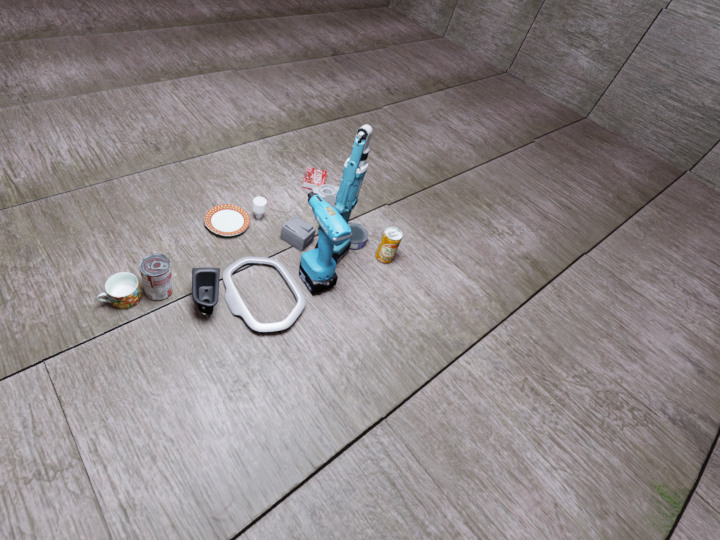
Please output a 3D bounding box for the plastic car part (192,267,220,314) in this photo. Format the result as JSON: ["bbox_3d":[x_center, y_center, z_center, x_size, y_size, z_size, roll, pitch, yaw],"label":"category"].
[{"bbox_3d":[-0.372,0.057,1.016,0.064,0.070,0.121,-1,49,-17],"label":"plastic car part"}]

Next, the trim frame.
[{"bbox_3d":[-0.249,0.054,1.076,0.179,0.027,0.261,-21,56,-28],"label":"trim frame"}]

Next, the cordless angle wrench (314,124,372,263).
[{"bbox_3d":[-0.036,-0.181,1.072,0.076,0.416,0.097,33,48,11],"label":"cordless angle wrench"}]

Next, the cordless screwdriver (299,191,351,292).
[{"bbox_3d":[-0.105,-0.068,1.071,0.072,0.245,0.167,-17,56,-30],"label":"cordless screwdriver"}]
